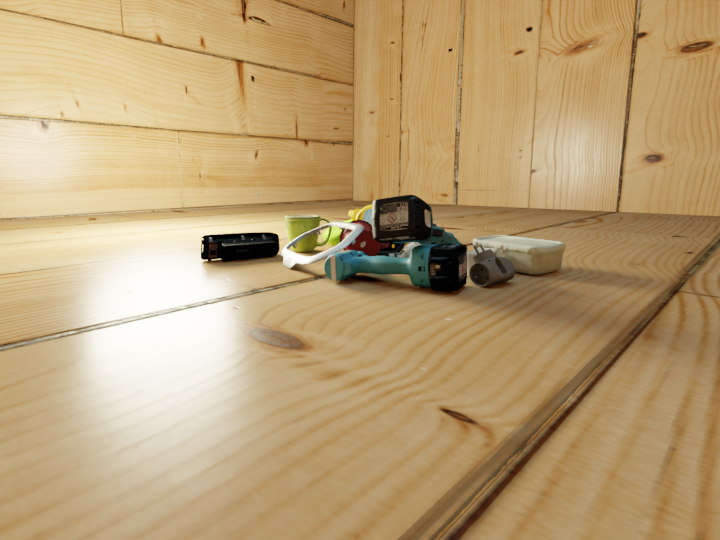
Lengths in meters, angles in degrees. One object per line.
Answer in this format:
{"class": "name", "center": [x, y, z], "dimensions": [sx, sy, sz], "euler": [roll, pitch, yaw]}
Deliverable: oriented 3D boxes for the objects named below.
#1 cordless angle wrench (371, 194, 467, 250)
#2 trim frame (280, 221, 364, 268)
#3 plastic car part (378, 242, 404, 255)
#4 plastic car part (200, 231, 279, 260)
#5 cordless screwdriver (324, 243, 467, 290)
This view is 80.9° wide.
{"class": "cordless angle wrench", "center": [0.151, -0.073, 0.906], "dimensions": [0.102, 0.075, 0.402], "euler": [-4, -8, 28]}
{"class": "trim frame", "center": [-0.094, -0.061, 0.959], "dimensions": [0.181, 0.027, 0.260], "euler": [-32, 24, -19]}
{"class": "plastic car part", "center": [0.056, -0.068, 1.098], "dimensions": [0.119, 0.066, 0.069], "euler": [5, -3, 9]}
{"class": "plastic car part", "center": [-0.282, -0.057, 1.034], "dimensions": [0.195, 0.065, 0.071], "euler": [-9, 23, -34]}
{"class": "cordless screwdriver", "center": [0.071, -0.013, 0.803], "dimensions": [0.258, 0.074, 0.154], "euler": [1, 8, 25]}
